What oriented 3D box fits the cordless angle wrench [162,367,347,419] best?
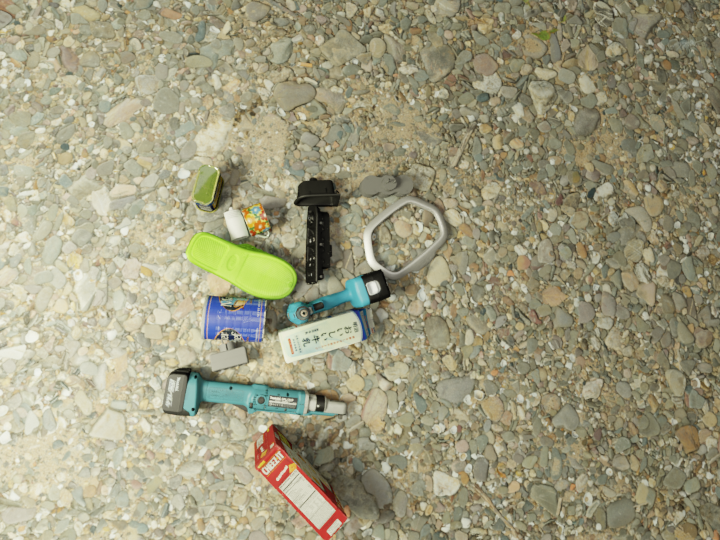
[{"bbox_3d":[-0.236,0.300,0.990,0.416,0.075,0.098,9,82,-9],"label":"cordless angle wrench"}]

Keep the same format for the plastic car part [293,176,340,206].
[{"bbox_3d":[-0.113,-0.205,1.088,0.115,0.065,0.072,1,68,-6],"label":"plastic car part"}]

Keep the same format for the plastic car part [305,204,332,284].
[{"bbox_3d":[-0.104,-0.068,1.064,0.065,0.068,0.205,-2,82,-21],"label":"plastic car part"}]

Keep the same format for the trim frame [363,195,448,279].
[{"bbox_3d":[0.119,-0.087,1.116,0.246,0.028,0.185,-39,88,-13],"label":"trim frame"}]

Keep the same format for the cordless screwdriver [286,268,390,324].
[{"bbox_3d":[-0.051,0.068,1.002,0.245,0.161,0.075,-19,89,-13],"label":"cordless screwdriver"}]
